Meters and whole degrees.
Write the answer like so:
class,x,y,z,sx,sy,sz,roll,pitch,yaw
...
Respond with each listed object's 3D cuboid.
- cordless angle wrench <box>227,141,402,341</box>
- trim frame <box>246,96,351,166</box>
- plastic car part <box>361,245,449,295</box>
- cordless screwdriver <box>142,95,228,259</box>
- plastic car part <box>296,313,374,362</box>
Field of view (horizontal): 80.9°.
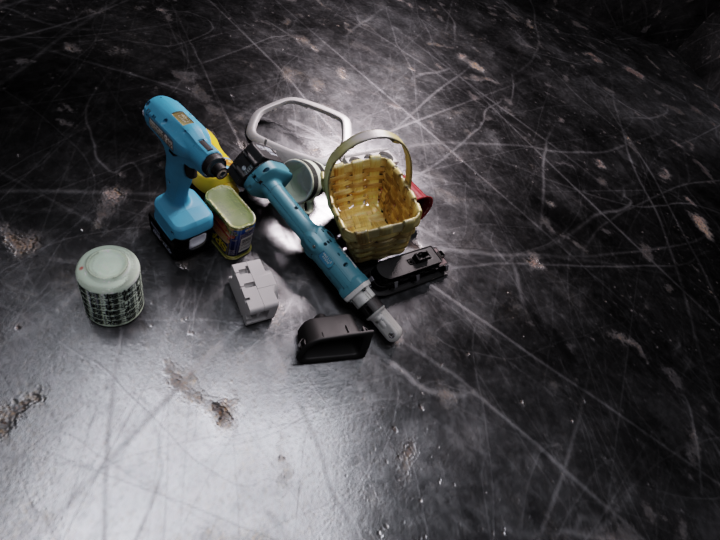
class,x,y,z,sx,sy,sz,roll,pitch,yaw
cordless angle wrench,-0.073,-0.048,0.744,0.432,0.075,0.095,50,17,11
trim frame,-0.134,-0.306,0.931,0.256,0.027,0.184,26,64,16
plastic car part,0.091,-0.005,0.796,0.197,0.067,0.068,-19,71,-28
cordless screwdriver,-0.256,-0.113,0.630,0.072,0.246,0.165,-29,65,-37
plastic car part,-0.049,0.100,0.669,0.113,0.065,0.074,-1,40,-17
